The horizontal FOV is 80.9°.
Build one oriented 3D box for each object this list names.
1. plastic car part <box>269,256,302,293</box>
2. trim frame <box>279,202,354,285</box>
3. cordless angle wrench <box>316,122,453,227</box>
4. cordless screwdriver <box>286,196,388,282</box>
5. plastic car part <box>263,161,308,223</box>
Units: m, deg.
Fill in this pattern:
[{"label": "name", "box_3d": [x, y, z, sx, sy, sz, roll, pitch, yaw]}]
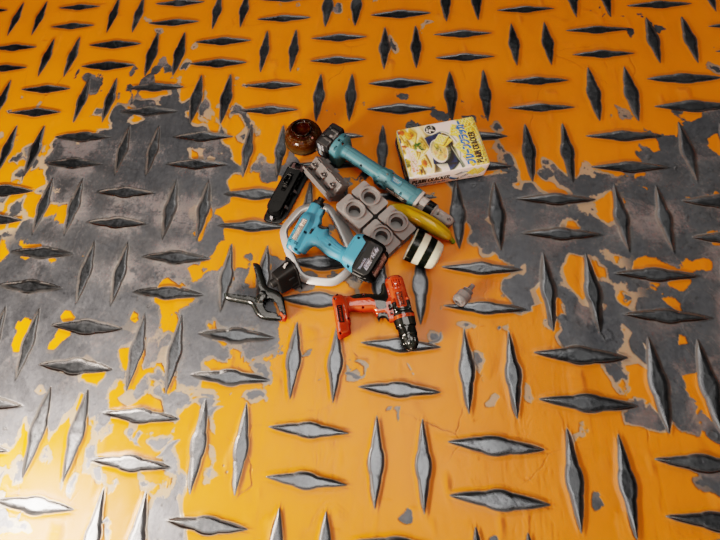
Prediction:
[{"label": "plastic car part", "box_3d": [-0.188, 0.018, 1.031, 0.070, 0.113, 0.068, -36, 72, -13]}, {"label": "trim frame", "box_3d": [-0.109, -0.071, 1.111, 0.183, 0.026, 0.258, -24, 66, -3]}, {"label": "cordless angle wrench", "box_3d": [0.066, -0.245, 1.132, 0.436, 0.095, 0.074, 37, 78, 15]}, {"label": "cordless screwdriver", "box_3d": [-0.050, -0.080, 1.041, 0.260, 0.071, 0.159, 24, 80, 24]}, {"label": "plastic car part", "box_3d": [-0.204, -0.220, 1.166, 0.067, 0.066, 0.204, 22, 74, 4]}]
